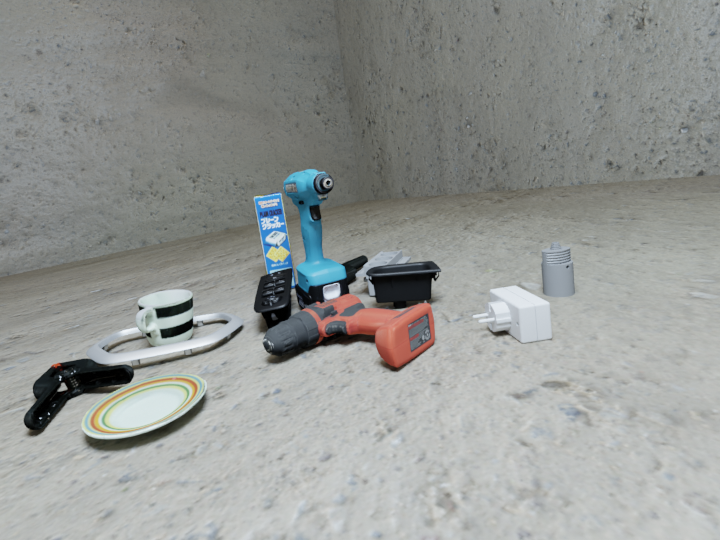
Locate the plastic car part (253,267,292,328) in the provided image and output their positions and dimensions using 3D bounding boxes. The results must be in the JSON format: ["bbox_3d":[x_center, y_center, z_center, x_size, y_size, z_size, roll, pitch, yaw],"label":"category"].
[{"bbox_3d":[-0.150,0.051,0.751,0.066,0.066,0.207,-10,13,-5],"label":"plastic car part"}]

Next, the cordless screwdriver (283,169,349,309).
[{"bbox_3d":[-0.070,-0.046,0.714,0.072,0.246,0.166,-12,11,-23],"label":"cordless screwdriver"}]

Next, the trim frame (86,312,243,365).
[{"bbox_3d":[-0.318,0.110,0.700,0.244,0.027,0.190,-12,13,-14],"label":"trim frame"}]

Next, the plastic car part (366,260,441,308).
[{"bbox_3d":[0.071,0.026,0.702,0.117,0.070,0.066,-8,11,2],"label":"plastic car part"}]
